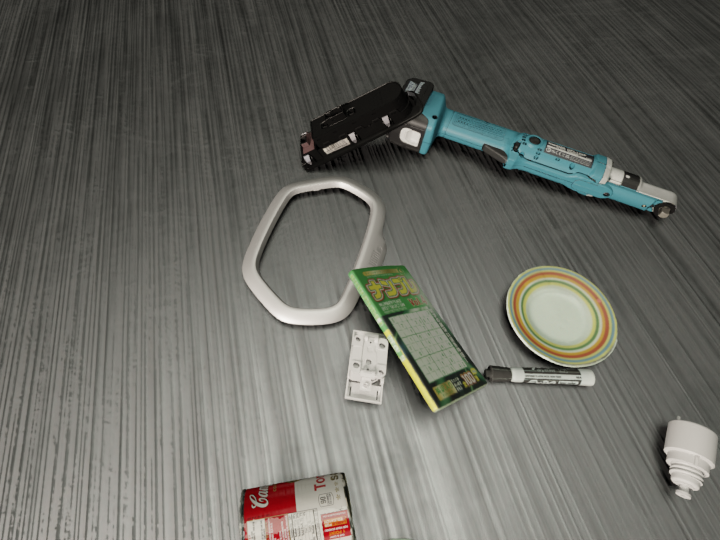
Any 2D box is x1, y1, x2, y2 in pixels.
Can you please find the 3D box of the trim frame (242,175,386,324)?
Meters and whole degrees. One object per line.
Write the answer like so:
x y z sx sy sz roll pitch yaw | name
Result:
-0.058 -0.038 0.592 0.188 0.027 0.251 14 59 10 | trim frame

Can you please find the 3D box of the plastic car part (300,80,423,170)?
-0.010 -0.225 0.635 0.208 0.063 0.068 -16 54 19 | plastic car part

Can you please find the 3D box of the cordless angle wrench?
0.251 -0.178 0.643 0.433 0.072 0.098 24 63 12 | cordless angle wrench
